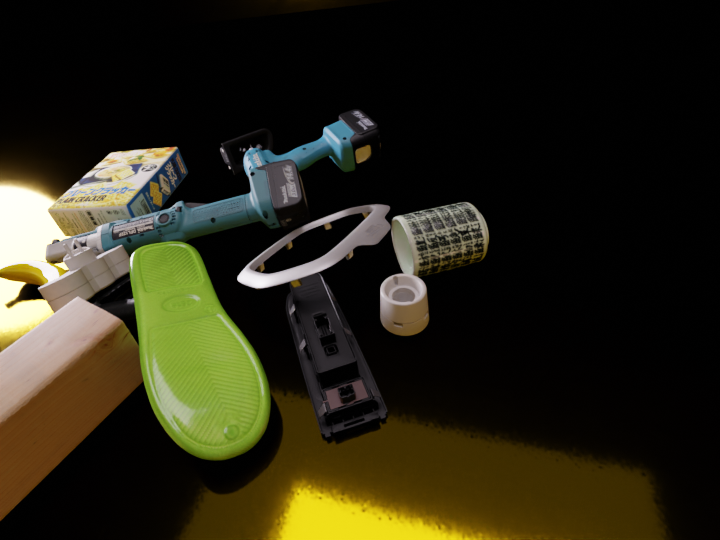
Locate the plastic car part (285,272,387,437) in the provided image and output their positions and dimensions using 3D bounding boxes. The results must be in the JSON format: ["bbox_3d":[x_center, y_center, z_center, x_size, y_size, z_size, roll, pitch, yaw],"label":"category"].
[{"bbox_3d":[-0.042,0.068,0.458,0.066,0.064,0.213,-23,38,-5],"label":"plastic car part"}]

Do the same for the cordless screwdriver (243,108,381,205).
[{"bbox_3d":[-0.080,-0.196,0.767,0.247,0.071,0.167,-22,50,-8],"label":"cordless screwdriver"}]

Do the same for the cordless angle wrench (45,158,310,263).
[{"bbox_3d":[-0.293,-0.071,0.661,0.425,0.072,0.101,-14,66,3],"label":"cordless angle wrench"}]

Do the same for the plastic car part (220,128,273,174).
[{"bbox_3d":[-0.244,-0.253,0.886,0.075,0.064,0.114,11,39,44],"label":"plastic car part"}]

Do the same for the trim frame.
[{"bbox_3d":[-0.054,-0.035,0.552,0.191,0.027,0.245,-11,20,30],"label":"trim frame"}]
